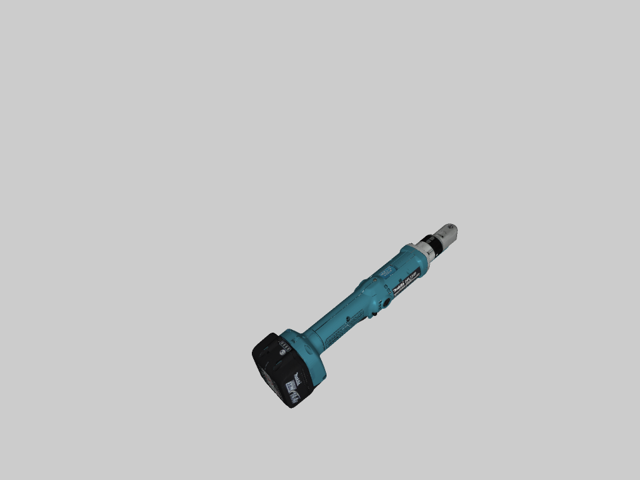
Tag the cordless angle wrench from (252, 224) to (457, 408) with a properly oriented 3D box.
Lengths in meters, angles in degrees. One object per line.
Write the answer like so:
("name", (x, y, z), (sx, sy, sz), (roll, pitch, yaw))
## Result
("cordless angle wrench", (0.086, 0.089, 0.684), (0.422, 0.098, 0.074), (-35, 48, -24))
